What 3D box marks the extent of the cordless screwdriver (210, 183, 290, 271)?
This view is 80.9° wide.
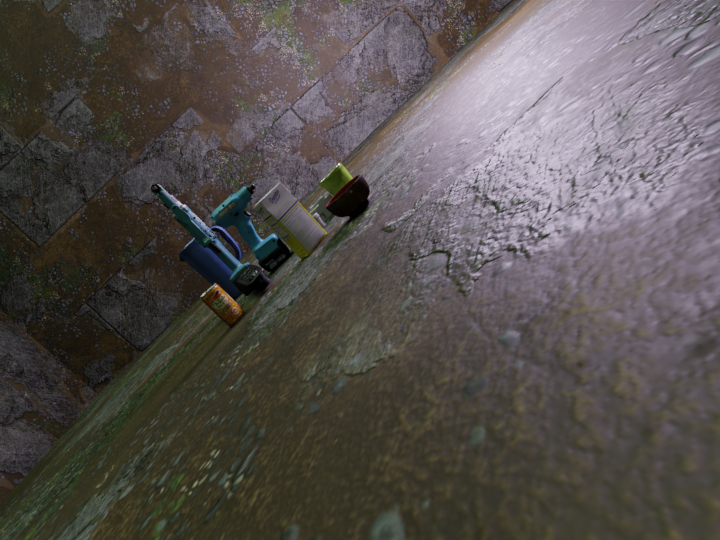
[{"bbox_3d":[-0.304,-0.126,1.255,0.159,0.244,0.076,-44,10,-1],"label":"cordless screwdriver"}]

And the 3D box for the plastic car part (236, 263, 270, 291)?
[{"bbox_3d":[-0.288,0.026,1.145,0.066,0.065,0.209,-47,15,-16],"label":"plastic car part"}]

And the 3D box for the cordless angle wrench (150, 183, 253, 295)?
[{"bbox_3d":[-0.465,-0.100,1.268,0.074,0.415,0.100,-44,9,-3],"label":"cordless angle wrench"}]
